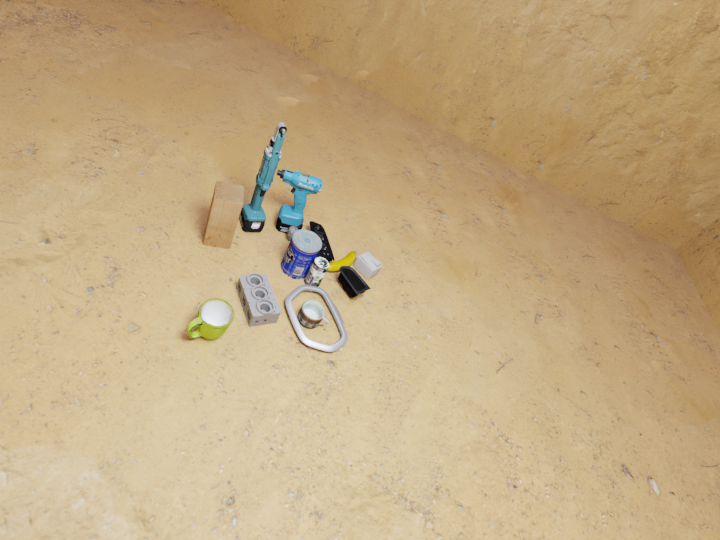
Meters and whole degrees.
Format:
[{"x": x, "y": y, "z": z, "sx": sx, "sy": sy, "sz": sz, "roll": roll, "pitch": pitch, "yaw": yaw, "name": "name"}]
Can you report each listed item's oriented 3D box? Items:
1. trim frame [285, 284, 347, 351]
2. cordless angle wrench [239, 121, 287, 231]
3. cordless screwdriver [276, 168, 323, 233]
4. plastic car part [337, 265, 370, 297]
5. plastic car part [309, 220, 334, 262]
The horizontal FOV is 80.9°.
[{"x": -0.136, "y": 0.146, "z": 1.323, "sx": 0.177, "sy": 0.027, "sz": 0.260, "roll": -7, "pitch": 51, "yaw": -33, "name": "trim frame"}, {"x": -0.317, "y": -0.303, "z": 1.398, "sx": 0.071, "sy": 0.421, "sz": 0.102, "roll": 0, "pitch": 49, "yaw": -31, "name": "cordless angle wrench"}, {"x": -0.248, "y": -0.247, "z": 1.508, "sx": 0.156, "sy": 0.247, "sz": 0.076, "roll": 18, "pitch": 42, "yaw": -14, "name": "cordless screwdriver"}, {"x": -0.035, "y": 0.046, "z": 1.446, "sx": 0.064, "sy": 0.070, "sz": 0.121, "roll": -19, "pitch": 58, "yaw": -41, "name": "plastic car part"}, {"x": -0.151, "y": -0.099, "z": 1.541, "sx": 0.064, "sy": 0.067, "sz": 0.212, "roll": 6, "pitch": 45, "yaw": -25, "name": "plastic car part"}]
